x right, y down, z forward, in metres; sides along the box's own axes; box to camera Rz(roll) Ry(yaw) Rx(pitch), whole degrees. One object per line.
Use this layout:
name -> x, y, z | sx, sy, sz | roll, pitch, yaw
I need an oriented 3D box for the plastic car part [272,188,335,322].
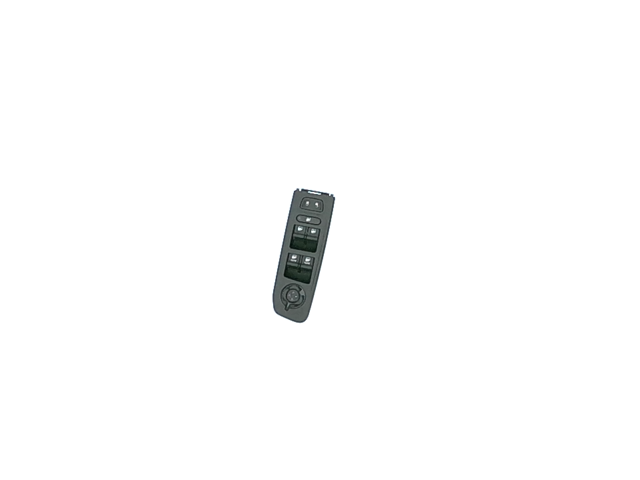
plastic car part -> -0.030, 0.025, 0.667 | 0.066, 0.202, 0.067 | 12, -12, -3
